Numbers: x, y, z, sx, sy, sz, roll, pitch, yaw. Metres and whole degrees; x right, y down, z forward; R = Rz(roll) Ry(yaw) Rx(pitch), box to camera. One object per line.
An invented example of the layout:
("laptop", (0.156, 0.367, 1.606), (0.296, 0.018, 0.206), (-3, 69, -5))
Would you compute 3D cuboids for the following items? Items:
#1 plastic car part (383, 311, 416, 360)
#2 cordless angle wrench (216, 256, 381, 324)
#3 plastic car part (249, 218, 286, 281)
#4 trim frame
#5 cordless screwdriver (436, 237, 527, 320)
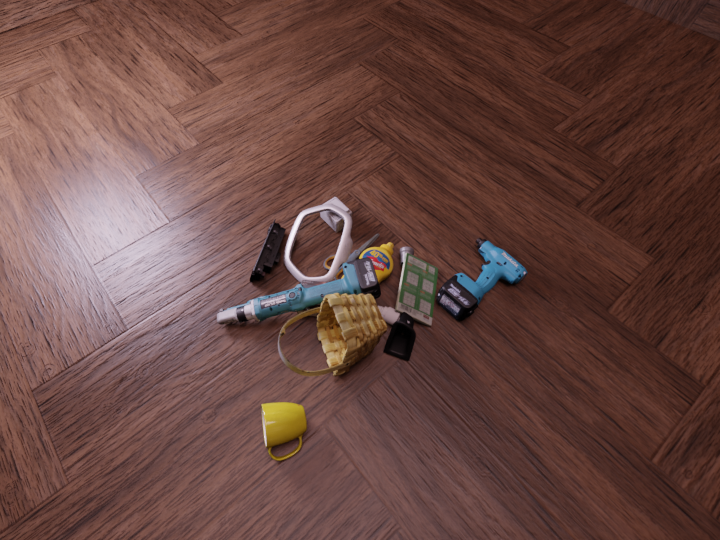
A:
("plastic car part", (0.105, 0.151, 1.034), (0.067, 0.114, 0.071), (17, 35, 9))
("cordless angle wrench", (-0.164, 0.072, 1.070), (0.426, 0.071, 0.102), (-16, 58, 5))
("plastic car part", (-0.257, -0.059, 1.202), (0.067, 0.065, 0.207), (12, 57, -5))
("trim frame", (-0.117, -0.076, 1.196), (0.190, 0.026, 0.250), (12, 72, 16))
("cordless screwdriver", (0.307, 0.013, 1.134), (0.244, 0.072, 0.167), (-31, 61, -22))
